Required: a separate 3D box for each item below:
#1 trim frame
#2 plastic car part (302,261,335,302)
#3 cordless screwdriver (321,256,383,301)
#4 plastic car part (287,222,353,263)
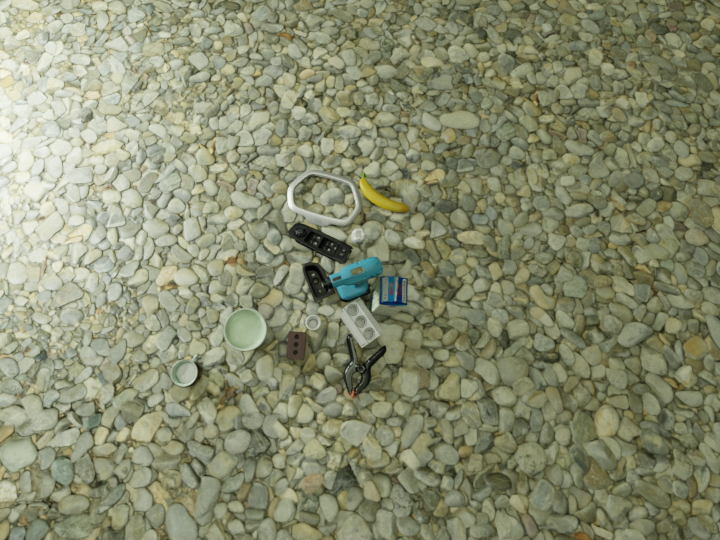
[{"bbox_3d":[-0.115,-0.233,1.367,0.250,0.027,0.186,16,73,3],"label":"trim frame"},{"bbox_3d":[-0.130,0.034,1.264,0.065,0.070,0.119,-23,76,-10],"label":"plastic car part"},{"bbox_3d":[-0.035,0.034,1.174,0.157,0.246,0.076,-19,79,-10],"label":"cordless screwdriver"},{"bbox_3d":[-0.127,-0.083,1.301,0.206,0.066,0.066,27,75,6],"label":"plastic car part"}]
